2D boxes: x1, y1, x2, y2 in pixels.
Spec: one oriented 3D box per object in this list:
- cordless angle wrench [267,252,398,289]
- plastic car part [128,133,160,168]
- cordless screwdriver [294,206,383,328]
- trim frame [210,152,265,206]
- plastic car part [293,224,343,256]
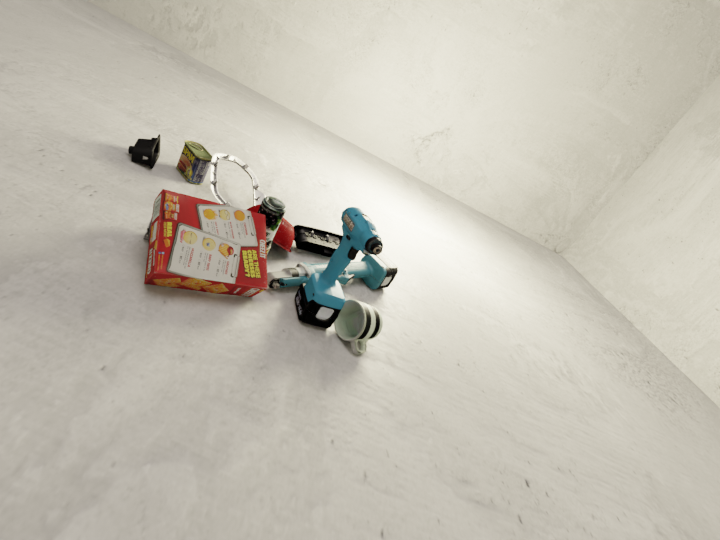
[{"bbox_3d":[-0.067,0.007,1.040,0.403,0.074,0.103,-5,41,-49],"label":"cordless angle wrench"},{"bbox_3d":[-0.579,-0.320,1.130,0.069,0.065,0.121,7,33,-14],"label":"plastic car part"},{"bbox_3d":[-0.040,0.007,0.838,0.071,0.248,0.167,20,21,-27],"label":"cordless screwdriver"},{"bbox_3d":[-0.332,-0.229,1.155,0.174,0.028,0.259,32,33,-42],"label":"trim frame"},{"bbox_3d":[-0.113,-0.074,1.152,0.192,0.068,0.069,17,56,-41],"label":"plastic car part"}]
